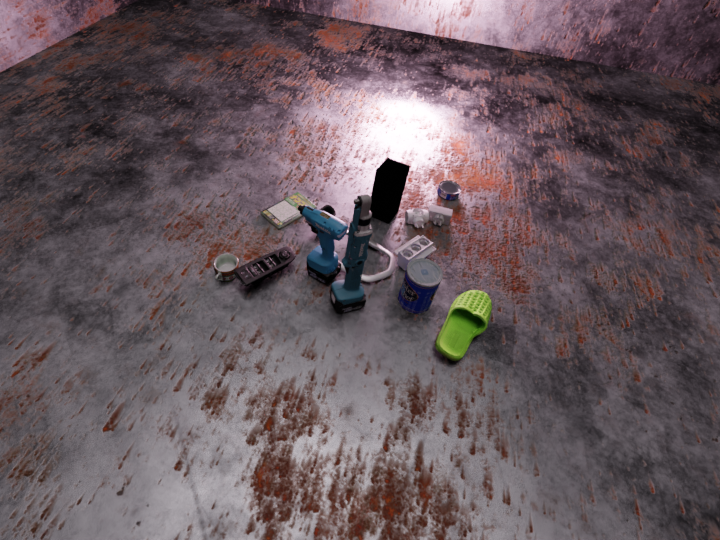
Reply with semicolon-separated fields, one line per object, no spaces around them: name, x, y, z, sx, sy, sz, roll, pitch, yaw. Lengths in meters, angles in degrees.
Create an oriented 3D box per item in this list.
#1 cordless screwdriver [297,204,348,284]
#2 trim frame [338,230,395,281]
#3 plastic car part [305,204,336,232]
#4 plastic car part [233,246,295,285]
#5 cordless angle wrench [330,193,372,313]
cordless screwdriver;-0.124;-0.081;1.265;0.165;0.242;0.073;32;52;19
trim frame;-0.003;-0.050;1.391;0.258;0.027;0.182;27;52;19
plastic car part;-0.130;-0.165;1.455;0.068;0.069;0.115;31;53;19
plastic car part;-0.288;-0.007;1.306;0.199;0.065;0.069;-33;60;-29
cordless angle wrench;-0.014;-0.038;1.122;0.096;0.412;0.078;-11;52;-18
